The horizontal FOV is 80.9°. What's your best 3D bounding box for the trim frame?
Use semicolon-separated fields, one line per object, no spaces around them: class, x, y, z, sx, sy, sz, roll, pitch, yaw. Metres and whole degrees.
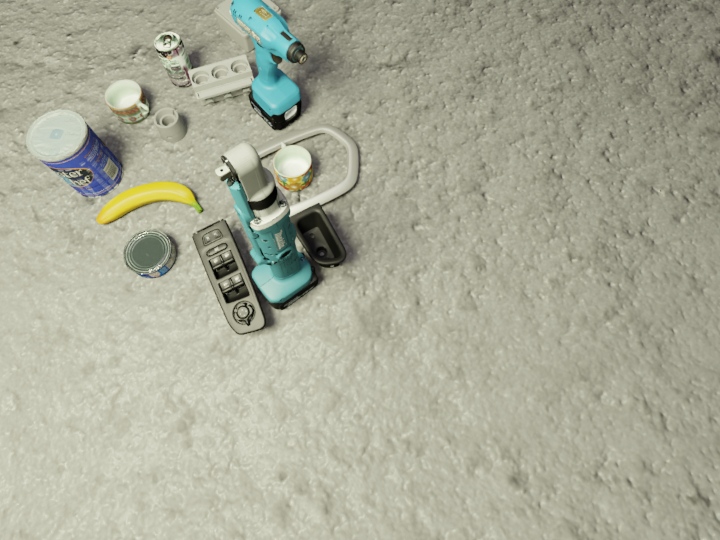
trim frame;-0.119;-0.199;0.823;0.246;0.027;0.190;-28;72;-9

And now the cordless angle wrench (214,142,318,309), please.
cordless angle wrench;-0.115;-0.040;0.558;0.097;0.415;0.076;-36;78;-13

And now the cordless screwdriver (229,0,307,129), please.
cordless screwdriver;-0.149;-0.352;0.765;0.074;0.244;0.164;-41;78;-14

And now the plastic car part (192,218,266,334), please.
plastic car part;-0.220;0.017;0.725;0.066;0.065;0.209;-25;71;-9

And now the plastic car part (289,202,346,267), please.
plastic car part;-0.073;-0.048;0.743;0.065;0.069;0.120;-28;73;-10
